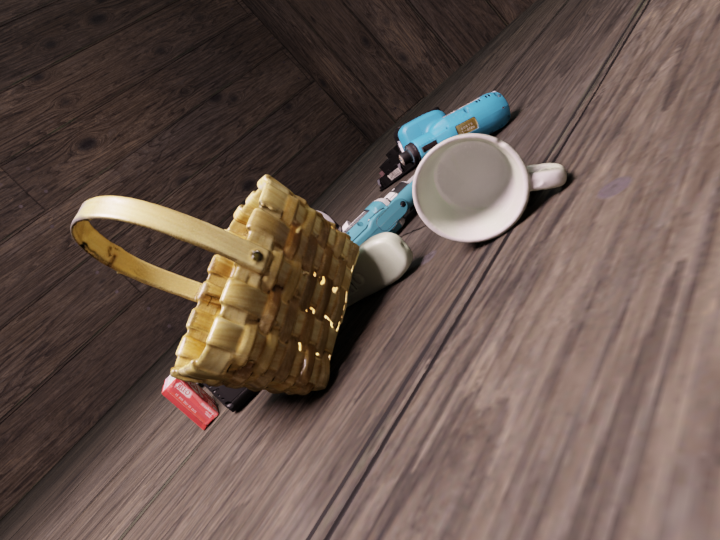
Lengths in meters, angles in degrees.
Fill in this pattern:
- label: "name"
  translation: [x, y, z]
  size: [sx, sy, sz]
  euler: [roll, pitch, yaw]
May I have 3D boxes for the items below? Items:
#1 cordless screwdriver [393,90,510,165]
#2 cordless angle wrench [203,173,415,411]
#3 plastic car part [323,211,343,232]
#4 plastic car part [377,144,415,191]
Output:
- label: "cordless screwdriver"
  translation: [0.110, -0.214, 0.686]
  size: [0.159, 0.073, 0.254]
  euler: [-28, 16, -1]
- label: "cordless angle wrench"
  translation: [-0.036, -0.005, 0.560]
  size: [0.420, 0.073, 0.100]
  euler: [-45, 11, -13]
- label: "plastic car part"
  translation: [-0.088, -0.058, 0.903]
  size: [0.116, 0.063, 0.074]
  euler: [-47, 25, 2]
- label: "plastic car part"
  translation: [0.099, -0.244, 0.907]
  size: [0.065, 0.066, 0.209]
  euler: [-42, 12, -32]
